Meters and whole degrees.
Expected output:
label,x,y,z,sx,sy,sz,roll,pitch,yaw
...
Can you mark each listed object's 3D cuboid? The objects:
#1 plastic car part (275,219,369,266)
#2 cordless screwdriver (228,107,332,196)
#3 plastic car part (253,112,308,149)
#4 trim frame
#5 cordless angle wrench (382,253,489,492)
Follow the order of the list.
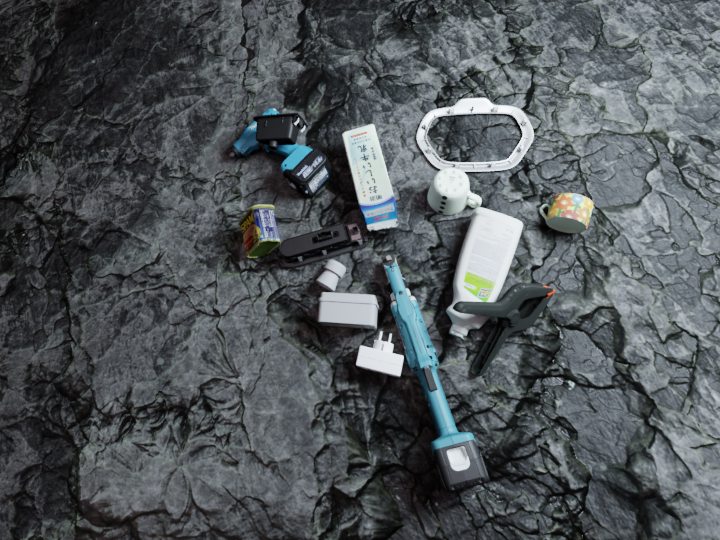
label,x,y,z,sx,sy,sz,roll,pitch,yaw
plastic car part,-0.089,-0.058,0.908,0.205,0.065,0.068,-17,77,7
cordless screwdriver,-0.193,-0.266,0.995,0.159,0.071,0.260,-43,65,-6
plastic car part,-0.186,-0.308,0.949,0.120,0.063,0.071,1,80,19
trim frame,0.253,-0.304,0.944,0.254,0.026,0.187,1,70,13
cordless angle wrench,0.113,0.161,0.780,0.075,0.094,0.438,-18,65,2
